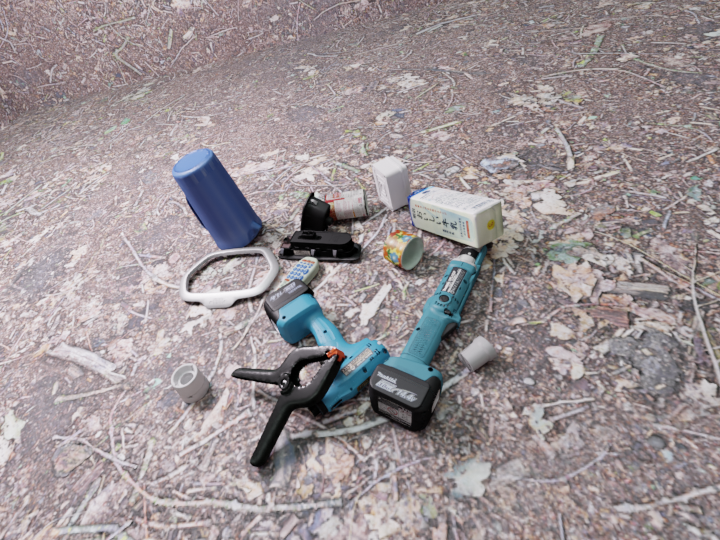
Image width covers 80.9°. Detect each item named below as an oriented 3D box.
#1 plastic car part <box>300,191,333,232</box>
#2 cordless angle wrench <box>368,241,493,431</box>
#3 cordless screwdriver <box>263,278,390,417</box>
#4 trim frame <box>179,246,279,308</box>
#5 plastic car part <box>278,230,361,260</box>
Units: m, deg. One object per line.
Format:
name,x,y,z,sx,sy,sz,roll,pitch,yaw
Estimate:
plastic car part,-0.100,-0.123,1.007,0.072,0.114,0.066,25,51,7
cordless angle wrench,0.147,0.069,0.740,0.102,0.071,0.420,16,49,25
cordless screwdriver,-0.088,0.130,0.752,0.157,0.071,0.263,-37,49,-21
trim frame,-0.307,0.012,0.985,0.253,0.026,0.189,-5,42,11
plastic car part,-0.095,-0.062,0.970,0.210,0.064,0.066,7,39,21
